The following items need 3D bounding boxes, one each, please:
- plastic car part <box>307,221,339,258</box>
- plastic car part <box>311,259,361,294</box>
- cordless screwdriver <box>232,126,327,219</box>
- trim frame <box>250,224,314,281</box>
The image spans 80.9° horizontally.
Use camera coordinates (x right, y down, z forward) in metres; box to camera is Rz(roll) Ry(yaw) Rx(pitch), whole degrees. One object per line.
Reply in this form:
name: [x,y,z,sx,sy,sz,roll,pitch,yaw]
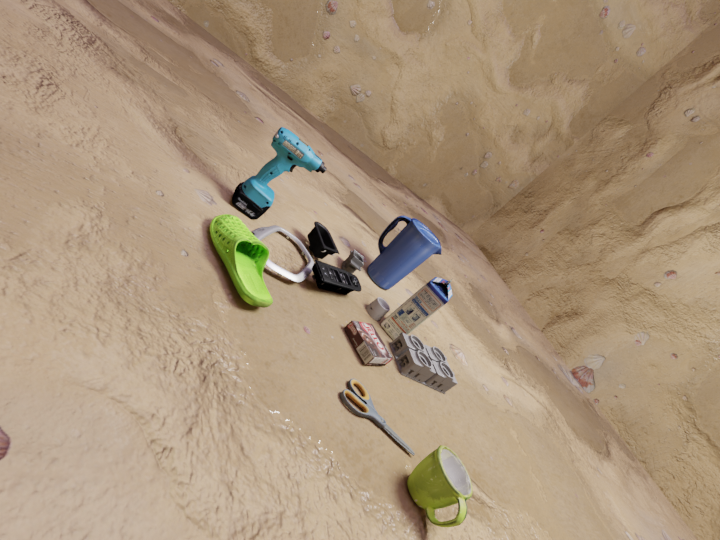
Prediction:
plastic car part: [-0.122,-0.080,1.244,0.062,0.071,0.122,23,30,-44]
plastic car part: [-0.067,0.031,1.141,0.192,0.067,0.069,15,37,-51]
cordless screwdriver: [-0.219,-0.239,1.122,0.153,0.251,0.077,36,24,-22]
trim frame: [-0.203,-0.050,1.105,0.184,0.028,0.247,42,21,-3]
